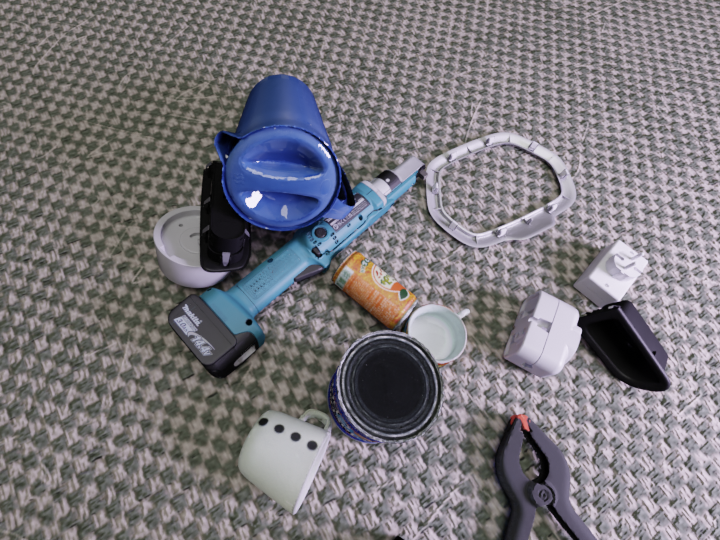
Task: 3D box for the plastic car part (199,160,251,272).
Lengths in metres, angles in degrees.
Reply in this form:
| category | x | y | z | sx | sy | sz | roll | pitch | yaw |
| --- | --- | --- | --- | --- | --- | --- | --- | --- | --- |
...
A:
| category | x | y | z | sx | sy | sz | roll | pitch | yaw |
| --- | --- | --- | --- | --- | --- | --- | --- | --- | --- |
| plastic car part | -0.170 | -0.084 | 0.546 | 0.064 | 0.067 | 0.211 | 9 | 48 | -24 |

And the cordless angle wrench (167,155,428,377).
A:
| category | x | y | z | sx | sy | sz | roll | pitch | yaw |
| --- | --- | --- | --- | --- | --- | --- | --- | --- | --- |
| cordless angle wrench | -0.056 | -0.037 | 0.573 | 0.101 | 0.073 | 0.418 | 42 | 68 | 13 |

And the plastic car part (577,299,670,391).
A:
| category | x | y | z | sx | sy | sz | roll | pitch | yaw |
| --- | --- | --- | --- | --- | --- | --- | --- | --- | --- |
| plastic car part | 0.342 | 0.086 | 0.539 | 0.070 | 0.067 | 0.117 | -37 | 89 | -33 |

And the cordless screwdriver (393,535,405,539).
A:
| category | x | y | z | sx | sy | sz | roll | pitch | yaw |
| --- | --- | --- | --- | --- | --- | --- | --- | --- | --- |
| cordless screwdriver | 0.087 | 0.299 | 0.326 | 0.164 | 0.242 | 0.074 | 30 | 67 | 12 |

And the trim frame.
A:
| category | x | y | z | sx | sy | sz | roll | pitch | yaw |
| --- | --- | --- | --- | --- | --- | --- | --- | --- | --- |
| trim frame | 0.215 | -0.130 | 0.650 | 0.244 | 0.027 | 0.190 | -23 | 70 | -15 |
